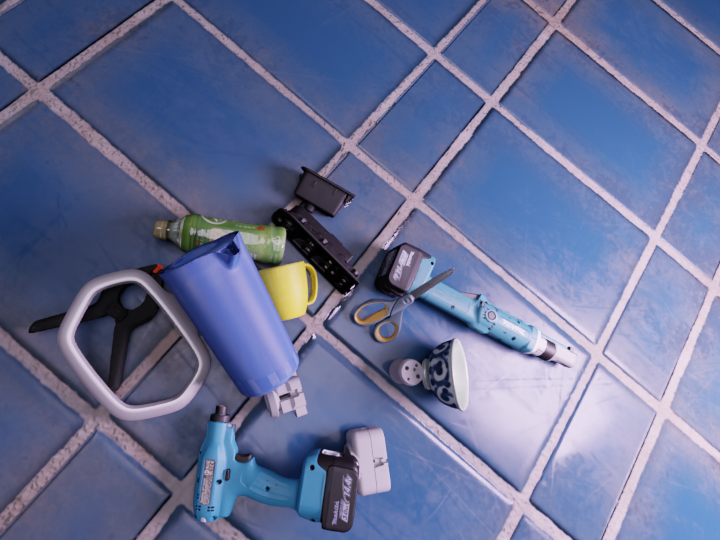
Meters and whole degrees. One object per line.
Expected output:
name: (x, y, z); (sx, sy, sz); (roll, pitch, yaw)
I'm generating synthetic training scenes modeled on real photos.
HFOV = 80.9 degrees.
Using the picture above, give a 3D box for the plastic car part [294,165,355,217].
plastic car part: (-0.077, -0.140, 0.810); (0.116, 0.066, 0.071); (27, 86, -2)

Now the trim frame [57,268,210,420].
trim frame: (-0.350, 0.117, 0.669); (0.182, 0.028, 0.245); (-39, 98, -23)

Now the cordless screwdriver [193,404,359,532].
cordless screwdriver: (-0.127, 0.298, 0.645); (0.251, 0.072, 0.161); (2, 75, 6)

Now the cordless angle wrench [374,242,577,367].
cordless angle wrench: (0.233, 0.085, 0.806); (0.418, 0.075, 0.098); (28, 72, -6)

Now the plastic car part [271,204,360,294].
plastic car part: (-0.076, -0.050, 0.780); (0.203, 0.067, 0.066); (41, 61, 1)
